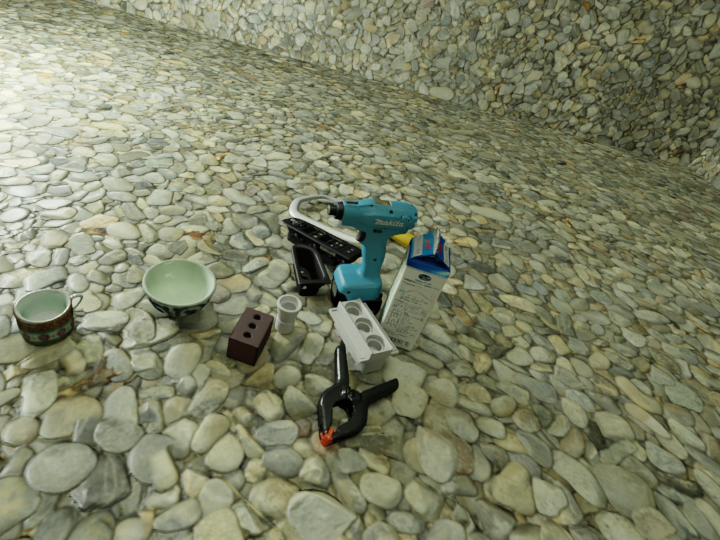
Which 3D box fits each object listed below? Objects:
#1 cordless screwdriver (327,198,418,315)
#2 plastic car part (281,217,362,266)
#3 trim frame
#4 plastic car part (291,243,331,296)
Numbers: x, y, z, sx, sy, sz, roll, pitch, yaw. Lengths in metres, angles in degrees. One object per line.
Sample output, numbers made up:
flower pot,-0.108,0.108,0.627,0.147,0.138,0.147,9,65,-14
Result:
cordless screwdriver,-0.007,-0.024,0.788,0.155,0.245,0.078,5,38,-18
plastic car part,-0.094,-0.061,0.958,0.212,0.066,0.065,33,39,22
trim frame,-0.067,-0.136,1.098,0.255,0.027,0.182,24,37,13
plastic car part,-0.110,0.008,0.858,0.064,0.070,0.122,0,39,-22
